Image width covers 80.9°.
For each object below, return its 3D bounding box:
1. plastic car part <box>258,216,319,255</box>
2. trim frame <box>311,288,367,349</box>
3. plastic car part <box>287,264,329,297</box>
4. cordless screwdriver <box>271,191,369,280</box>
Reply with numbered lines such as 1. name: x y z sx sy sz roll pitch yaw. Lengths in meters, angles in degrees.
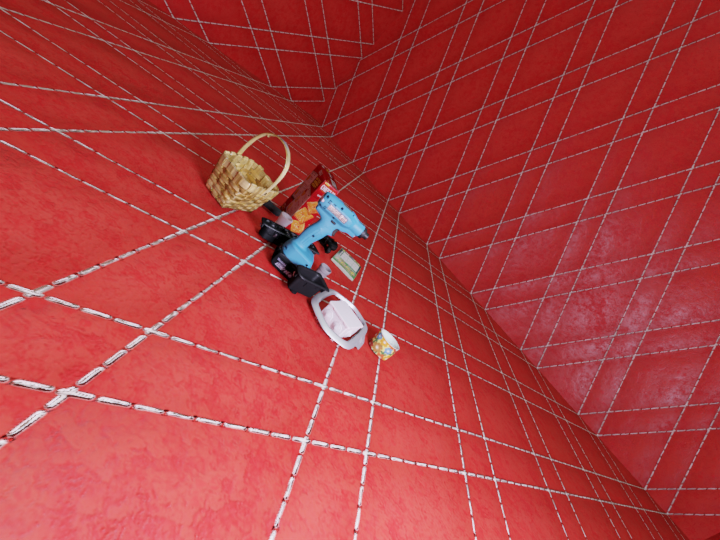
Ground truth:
1. plastic car part: -0.216 -0.090 1.224 0.193 0.067 0.069 34 21 -32
2. trim frame: -0.054 0.131 1.153 0.187 0.028 0.243 47 17 6
3. plastic car part: -0.147 0.034 1.088 0.110 0.071 0.069 25 27 -49
4. cordless screwdriver: -0.109 -0.071 1.114 0.155 0.250 0.076 42 18 -14
